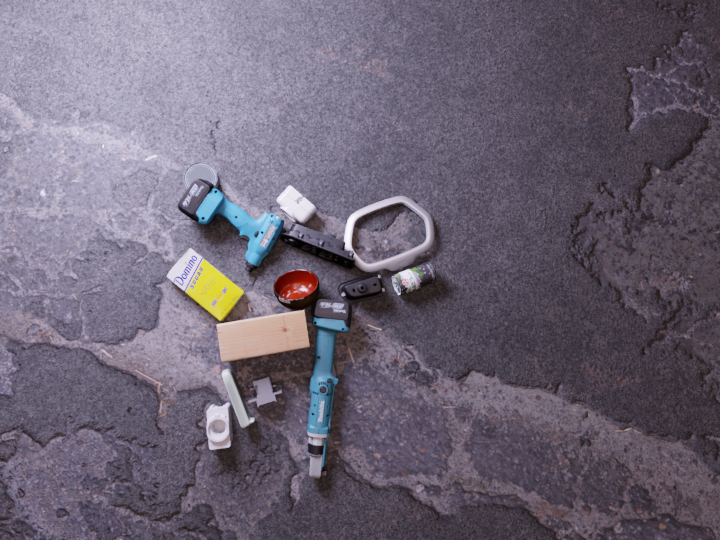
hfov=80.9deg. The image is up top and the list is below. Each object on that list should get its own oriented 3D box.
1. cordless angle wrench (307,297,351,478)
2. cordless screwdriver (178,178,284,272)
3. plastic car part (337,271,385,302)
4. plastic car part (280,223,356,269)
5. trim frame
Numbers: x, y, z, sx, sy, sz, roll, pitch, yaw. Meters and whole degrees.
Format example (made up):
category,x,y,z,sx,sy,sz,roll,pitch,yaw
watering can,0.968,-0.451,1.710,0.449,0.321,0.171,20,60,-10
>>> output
category,x,y,z,sx,sy,sz,roll,pitch,yaw
cordless angle wrench,-0.090,0.282,1.026,0.097,0.074,0.425,6,84,-5
cordless screwdriver,-0.330,-0.112,1.050,0.243,0.076,0.159,28,91,-12
plastic car part,0.006,0.045,1.063,0.115,0.071,0.067,-14,83,-10
plastic car part,-0.104,-0.068,1.067,0.205,0.065,0.067,17,76,5
trim frame,0.074,-0.093,1.106,0.246,0.027,0.187,-22,80,-8
